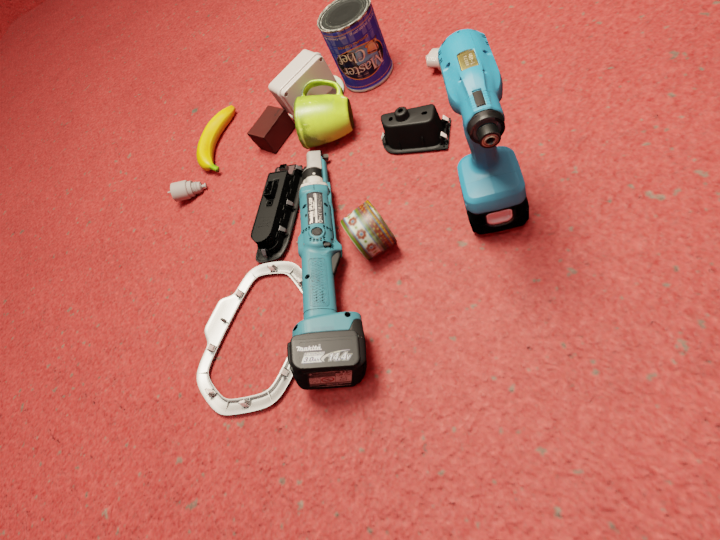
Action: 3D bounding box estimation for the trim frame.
[{"bbox_3d":[-0.160,0.094,0.645,0.193,0.026,0.250,12,70,32],"label":"trim frame"}]

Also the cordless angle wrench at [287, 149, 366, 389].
[{"bbox_3d":[-0.063,-0.041,0.645,0.098,0.072,0.438,-6,53,-3],"label":"cordless angle wrench"}]

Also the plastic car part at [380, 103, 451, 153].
[{"bbox_3d":[0.082,-0.236,0.689,0.121,0.067,0.067,2,62,23],"label":"plastic car part"}]

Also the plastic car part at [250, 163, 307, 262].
[{"bbox_3d":[-0.146,-0.111,0.738,0.068,0.064,0.207,-1,64,17],"label":"plastic car part"}]

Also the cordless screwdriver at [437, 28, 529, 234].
[{"bbox_3d":[0.146,-0.128,0.486,0.076,0.235,0.164,-13,52,17],"label":"cordless screwdriver"}]
